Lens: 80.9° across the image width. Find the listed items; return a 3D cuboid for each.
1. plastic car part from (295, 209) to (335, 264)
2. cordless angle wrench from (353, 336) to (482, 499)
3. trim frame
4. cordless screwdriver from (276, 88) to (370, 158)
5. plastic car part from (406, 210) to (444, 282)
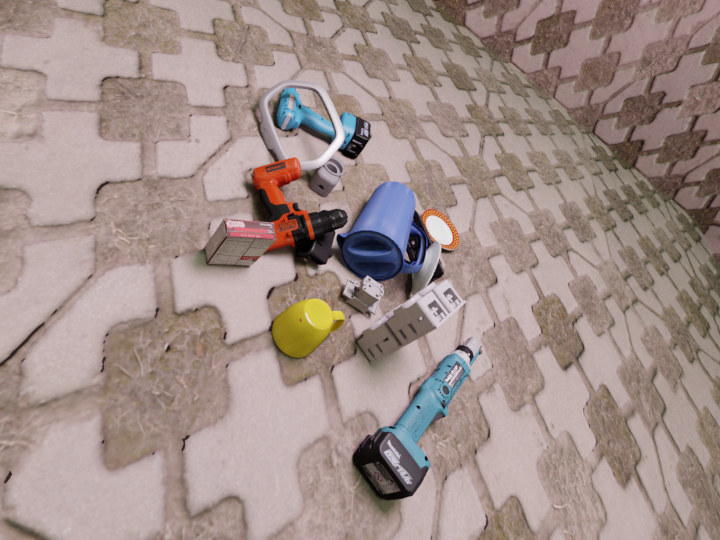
[{"bbox_3d":[-0.085,-0.056,0.872,0.067,0.068,0.119,35,47,-31],"label":"plastic car part"},{"bbox_3d":[0.143,0.237,0.801,0.099,0.075,0.412,50,42,5],"label":"cordless angle wrench"},{"bbox_3d":[-0.143,-0.344,0.990,0.183,0.027,0.254,-22,76,-4],"label":"trim frame"},{"bbox_3d":[-0.097,-0.399,1.109,0.240,0.075,0.164,16,50,-20],"label":"cordless screwdriver"},{"bbox_3d":[0.152,-0.064,1.036,0.063,0.067,0.210,6,54,-45],"label":"plastic car part"}]
